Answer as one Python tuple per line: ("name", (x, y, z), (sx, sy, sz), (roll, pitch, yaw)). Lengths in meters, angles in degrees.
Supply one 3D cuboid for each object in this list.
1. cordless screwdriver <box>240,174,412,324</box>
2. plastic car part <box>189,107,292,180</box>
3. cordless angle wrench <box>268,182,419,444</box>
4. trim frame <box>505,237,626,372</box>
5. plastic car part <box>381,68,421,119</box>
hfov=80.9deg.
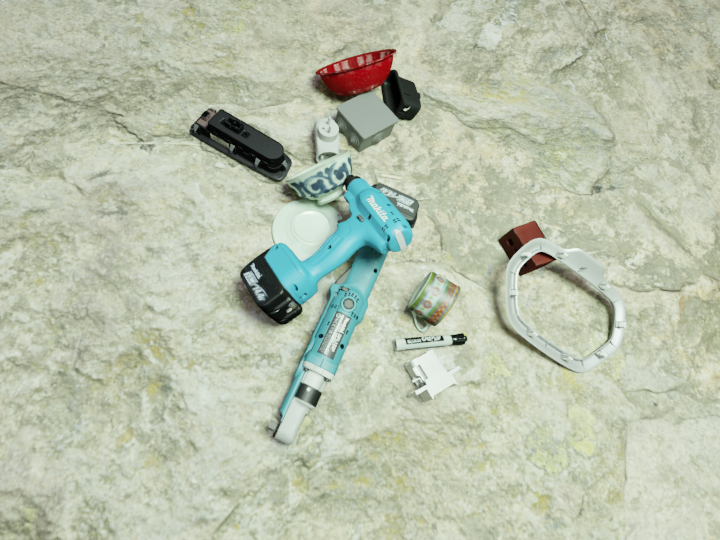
("cordless screwdriver", (-0.063, -0.041, 0.646), (0.249, 0.070, 0.167), (-33, 54, 0))
("plastic car part", (-0.211, -0.238, 0.766), (0.205, 0.067, 0.066), (33, 59, 4))
("cordless angle wrench", (-0.024, 0.056, 0.656), (0.098, 0.074, 0.425), (24, 68, 1))
("trim frame", (0.341, 0.055, 0.696), (0.246, 0.028, 0.184), (34, 76, -6))
("plastic car part", (0.090, -0.354, 0.862), (0.068, 0.067, 0.120), (8, 62, -24))
